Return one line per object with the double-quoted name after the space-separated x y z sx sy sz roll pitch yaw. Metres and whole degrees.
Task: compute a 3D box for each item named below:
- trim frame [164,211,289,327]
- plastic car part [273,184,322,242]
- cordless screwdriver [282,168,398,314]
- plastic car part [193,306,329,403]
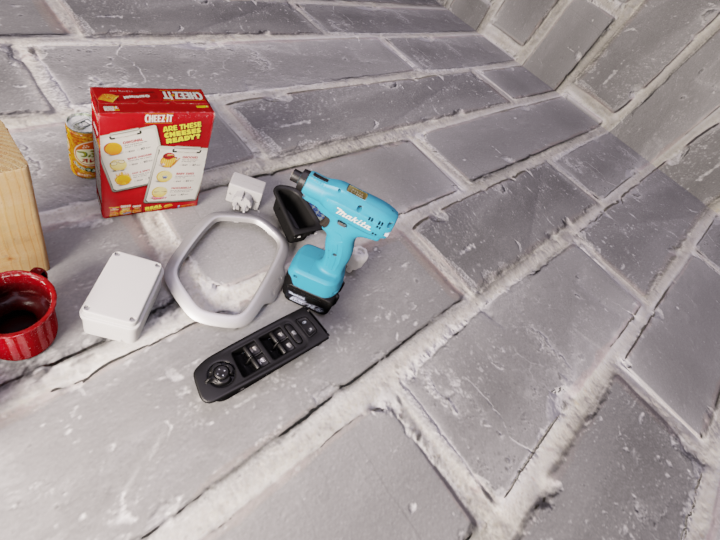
-0.217 -0.011 0.720 0.183 0.027 0.251 24 46 -4 "trim frame"
-0.131 -0.099 0.805 0.063 0.071 0.121 -13 60 -35 "plastic car part"
-0.065 -0.042 0.663 0.158 0.248 0.075 29 46 -4 "cordless screwdriver"
-0.145 0.125 0.609 0.197 0.067 0.069 -24 67 -38 "plastic car part"
